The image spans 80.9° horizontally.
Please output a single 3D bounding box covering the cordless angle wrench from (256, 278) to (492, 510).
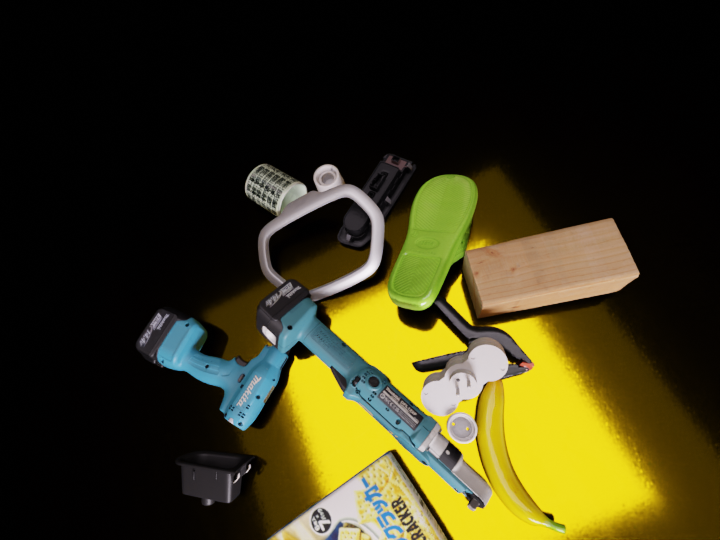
[{"bbox_3d":[0.012,0.180,0.646,0.439,0.073,0.096,38,55,20],"label":"cordless angle wrench"}]

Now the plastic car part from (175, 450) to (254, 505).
[{"bbox_3d":[-0.234,0.332,0.669,0.119,0.064,0.071,-5,84,16],"label":"plastic car part"}]

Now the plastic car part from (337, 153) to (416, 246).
[{"bbox_3d":[0.027,-0.134,0.775,0.068,0.065,0.203,29,82,14],"label":"plastic car part"}]

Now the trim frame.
[{"bbox_3d":[-0.073,-0.048,0.748,0.253,0.027,0.185,-26,85,21],"label":"trim frame"}]

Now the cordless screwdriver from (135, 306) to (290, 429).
[{"bbox_3d":[-0.252,0.140,0.738,0.258,0.072,0.159,25,68,18],"label":"cordless screwdriver"}]
